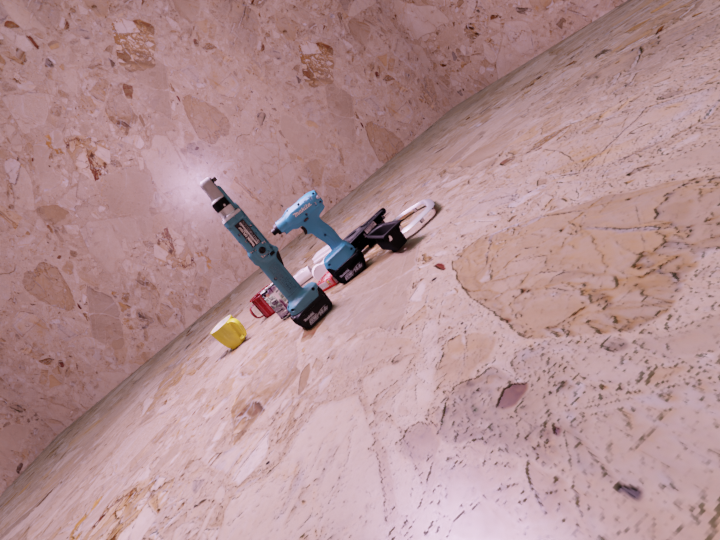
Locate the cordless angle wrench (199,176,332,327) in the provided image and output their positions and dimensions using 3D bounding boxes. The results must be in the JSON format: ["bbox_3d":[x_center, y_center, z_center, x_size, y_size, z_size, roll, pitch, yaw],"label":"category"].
[{"bbox_3d":[-0.234,-0.046,1.000,0.097,0.417,0.076,-41,8,-18],"label":"cordless angle wrench"}]

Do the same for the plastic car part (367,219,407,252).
[{"bbox_3d":[0.072,-0.077,1.033,0.065,0.070,0.119,-42,12,-15],"label":"plastic car part"}]

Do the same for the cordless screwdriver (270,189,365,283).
[{"bbox_3d":[-0.110,-0.072,1.124,0.160,0.245,0.075,-38,8,8],"label":"cordless screwdriver"}]

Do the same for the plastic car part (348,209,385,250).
[{"bbox_3d":[0.005,-0.093,1.273,0.202,0.066,0.068,-42,11,-12],"label":"plastic car part"}]

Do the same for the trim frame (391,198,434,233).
[{"bbox_3d":[0.125,-0.134,1.169,0.186,0.027,0.251,-36,13,11],"label":"trim frame"}]
